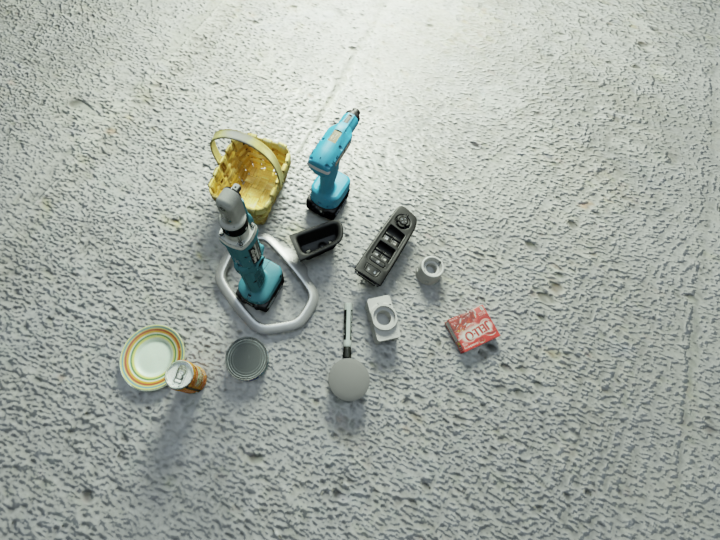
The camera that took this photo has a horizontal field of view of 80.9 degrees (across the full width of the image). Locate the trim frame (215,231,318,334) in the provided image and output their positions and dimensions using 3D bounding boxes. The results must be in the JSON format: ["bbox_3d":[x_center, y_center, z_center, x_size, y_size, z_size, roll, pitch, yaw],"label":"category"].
[{"bbox_3d":[-0.205,0.025,0.927,0.182,0.027,0.256,-39,73,-15],"label":"trim frame"}]

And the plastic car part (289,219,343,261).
[{"bbox_3d":[-0.092,-0.060,0.940,0.115,0.069,0.068,-22,72,-10],"label":"plastic car part"}]

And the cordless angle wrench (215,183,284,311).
[{"bbox_3d":[-0.196,-0.026,0.739,0.075,0.416,0.098,27,70,4],"label":"cordless angle wrench"}]

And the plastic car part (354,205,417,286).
[{"bbox_3d":[0.060,-0.053,0.941,0.068,0.066,0.203,30,71,8],"label":"plastic car part"}]

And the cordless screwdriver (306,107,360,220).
[{"bbox_3d":[-0.055,-0.223,0.913,0.075,0.245,0.159,28,70,5],"label":"cordless screwdriver"}]
